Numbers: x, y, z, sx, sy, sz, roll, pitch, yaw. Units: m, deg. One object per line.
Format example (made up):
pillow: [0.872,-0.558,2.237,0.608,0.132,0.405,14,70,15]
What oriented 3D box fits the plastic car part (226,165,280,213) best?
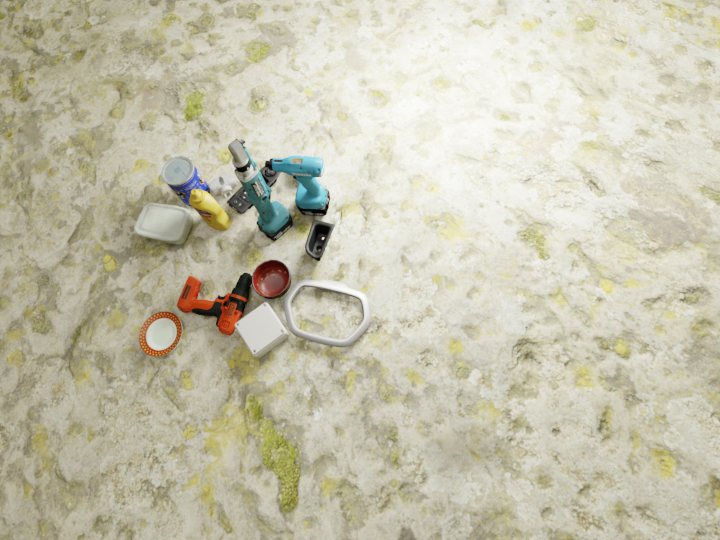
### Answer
plastic car part: [-0.324,-0.256,1.333,0.069,0.065,0.202,35,76,17]

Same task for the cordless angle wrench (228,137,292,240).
cordless angle wrench: [-0.269,-0.206,1.117,0.097,0.410,0.077,-43,73,-12]

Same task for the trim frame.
trim frame: [-0.094,0.112,1.169,0.254,0.026,0.186,10,70,12]

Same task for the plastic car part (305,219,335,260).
plastic car part: [-0.120,-0.079,1.228,0.067,0.069,0.117,14,71,11]

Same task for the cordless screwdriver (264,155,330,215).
cordless screwdriver: [-0.171,-0.245,1.210,0.162,0.241,0.075,7,70,7]
